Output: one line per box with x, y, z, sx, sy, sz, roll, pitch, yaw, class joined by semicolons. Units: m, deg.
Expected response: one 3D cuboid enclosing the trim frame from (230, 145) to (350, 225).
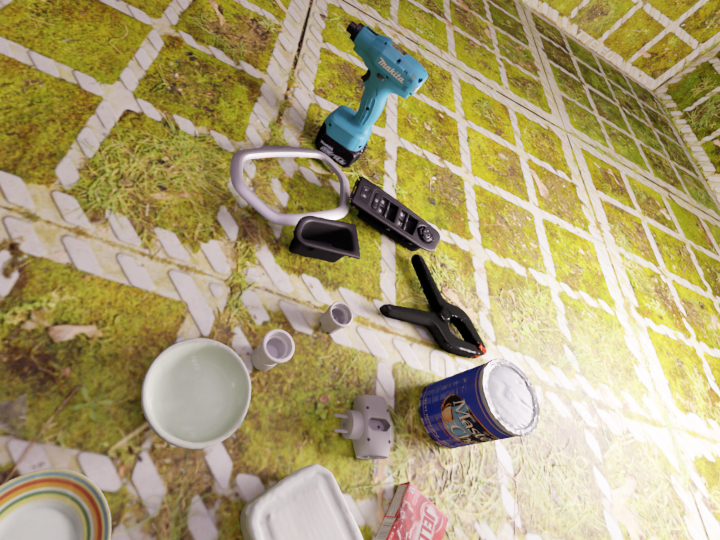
-0.120;-0.161;0.771;0.239;0.028;0.190;-14;68;-36;trim frame

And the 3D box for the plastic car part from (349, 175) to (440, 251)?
0.060;-0.092;0.805;0.198;0.068;0.067;29;51;-12;plastic car part

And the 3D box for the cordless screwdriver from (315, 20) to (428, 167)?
-0.009;-0.321;0.793;0.158;0.252;0.074;41;49;-6;cordless screwdriver

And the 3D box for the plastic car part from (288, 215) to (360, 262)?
-0.068;-0.045;0.696;0.112;0.072;0.068;9;58;-27;plastic car part
